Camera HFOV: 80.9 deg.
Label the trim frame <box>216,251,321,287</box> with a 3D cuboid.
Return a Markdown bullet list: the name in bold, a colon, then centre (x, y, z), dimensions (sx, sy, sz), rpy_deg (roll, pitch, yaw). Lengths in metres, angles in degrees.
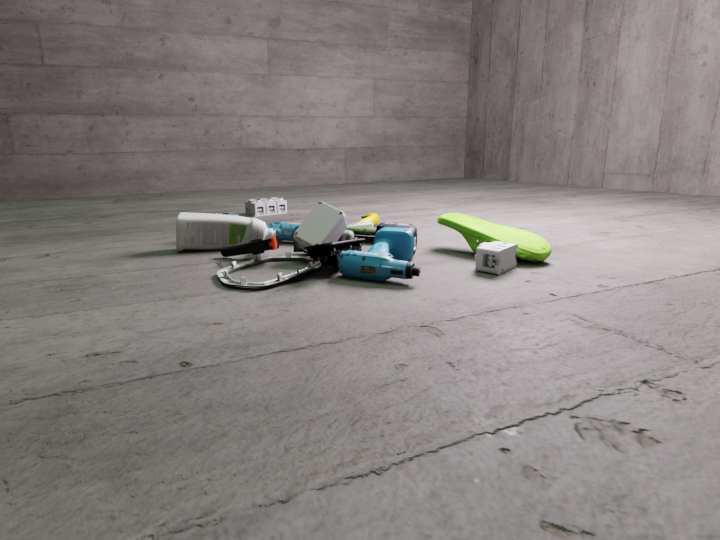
- **trim frame**: centre (-0.185, -0.007, 0.890), dimensions (0.194, 0.027, 0.239), rpy_deg (11, 18, 33)

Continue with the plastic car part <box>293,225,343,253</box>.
- **plastic car part**: centre (-0.101, -0.066, 1.032), dimensions (0.117, 0.067, 0.069), rpy_deg (2, -18, 2)

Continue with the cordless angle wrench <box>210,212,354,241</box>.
- **cordless angle wrench**: centre (-0.229, -0.111, 1.186), dimensions (0.433, 0.073, 0.097), rpy_deg (5, 15, 13)

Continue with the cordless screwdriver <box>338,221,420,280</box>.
- **cordless screwdriver**: centre (0.072, -0.039, 0.903), dimensions (0.165, 0.073, 0.244), rpy_deg (6, 21, 22)

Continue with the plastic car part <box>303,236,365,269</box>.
- **plastic car part**: centre (-0.041, -0.041, 0.913), dimensions (0.068, 0.067, 0.197), rpy_deg (-17, 4, 25)
